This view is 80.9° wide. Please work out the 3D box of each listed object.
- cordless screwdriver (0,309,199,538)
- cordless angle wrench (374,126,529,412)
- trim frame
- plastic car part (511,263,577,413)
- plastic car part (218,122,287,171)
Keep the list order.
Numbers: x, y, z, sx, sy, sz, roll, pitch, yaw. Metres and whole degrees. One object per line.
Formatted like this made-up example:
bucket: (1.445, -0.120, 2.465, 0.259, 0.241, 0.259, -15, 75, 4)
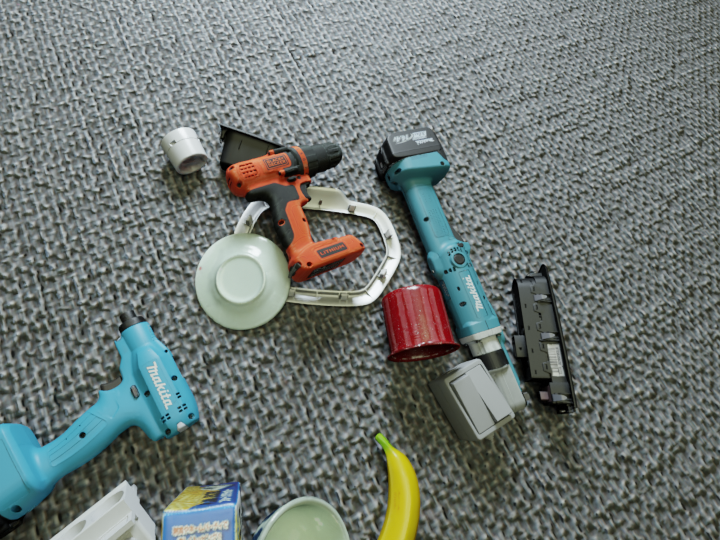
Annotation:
cordless screwdriver: (-0.325, 0.162, 0.468, 0.244, 0.074, 0.163, -29, 75, -23)
cordless angle wrench: (0.133, -0.010, 0.616, 0.096, 0.074, 0.434, -14, 72, -16)
trim frame: (-0.061, -0.040, 0.620, 0.246, 0.027, 0.188, 4, 65, -5)
plastic car part: (0.250, 0.091, 0.598, 0.069, 0.063, 0.207, -2, 67, 16)
plastic car part: (-0.167, -0.166, 0.645, 0.115, 0.066, 0.071, 20, 81, -5)
